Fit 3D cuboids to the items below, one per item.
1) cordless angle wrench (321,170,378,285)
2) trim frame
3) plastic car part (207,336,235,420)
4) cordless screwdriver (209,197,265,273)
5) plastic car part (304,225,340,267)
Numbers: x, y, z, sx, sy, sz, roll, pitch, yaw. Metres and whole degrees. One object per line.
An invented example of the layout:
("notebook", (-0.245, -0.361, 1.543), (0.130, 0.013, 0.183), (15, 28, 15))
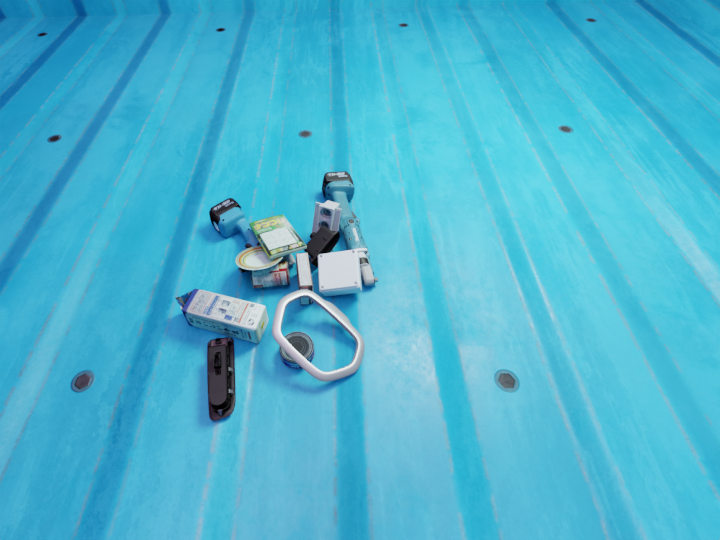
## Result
("cordless angle wrench", (-0.031, -0.131, 1.273), (0.096, 0.073, 0.441), (-7, 53, -14))
("trim frame", (-0.101, 0.153, 1.022), (0.253, 0.027, 0.182), (39, 56, 9))
("plastic car part", (-0.326, 0.240, 0.985), (0.065, 0.065, 0.211), (-5, 53, -14))
("cordless screwdriver", (-0.361, -0.102, 1.260), (0.260, 0.072, 0.157), (37, 60, 23))
("plastic car part", (-0.117, -0.077, 1.197), (0.074, 0.063, 0.116), (35, 87, 18))
